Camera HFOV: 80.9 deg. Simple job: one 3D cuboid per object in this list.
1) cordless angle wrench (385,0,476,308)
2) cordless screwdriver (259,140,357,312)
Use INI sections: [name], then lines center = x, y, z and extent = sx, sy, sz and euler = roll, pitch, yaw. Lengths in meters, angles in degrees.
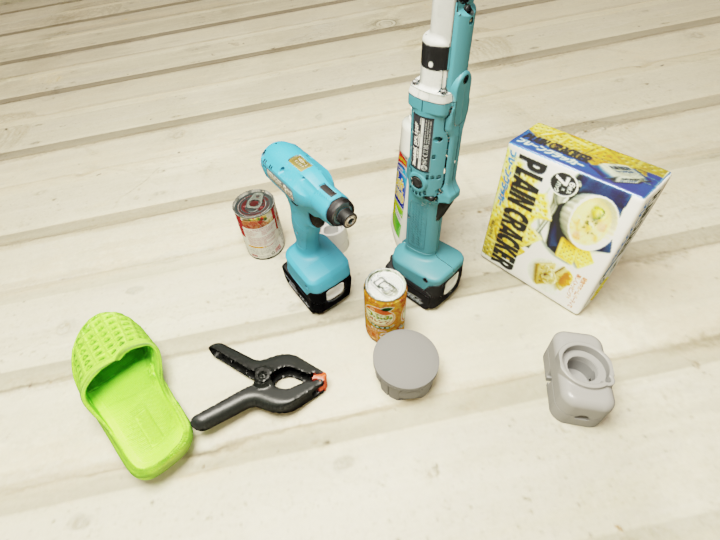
[cordless angle wrench]
center = 0.084, -0.114, 0.494
extent = 0.073, 0.407, 0.103
euler = -37, 56, -26
[cordless screwdriver]
center = -0.055, -0.036, 0.558
extent = 0.073, 0.239, 0.168
euler = -30, 53, -21
